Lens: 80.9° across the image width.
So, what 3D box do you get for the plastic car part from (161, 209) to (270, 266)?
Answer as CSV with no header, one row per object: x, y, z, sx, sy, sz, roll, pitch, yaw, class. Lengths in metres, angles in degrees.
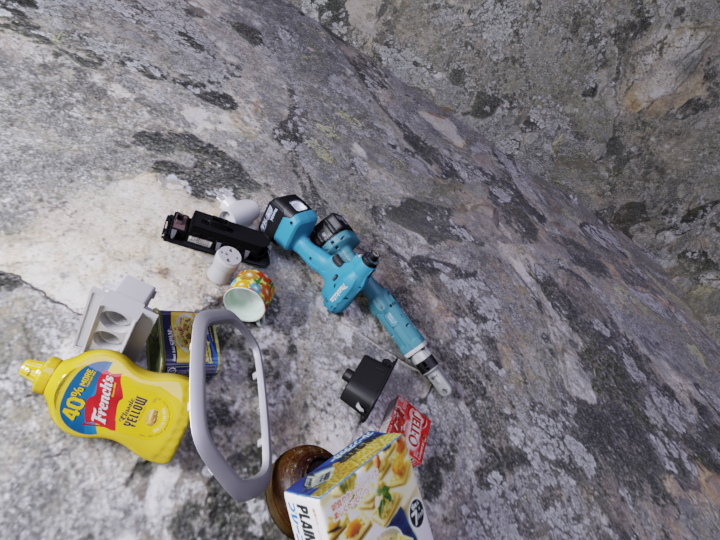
-0.251,-0.065,0.776,0.194,0.067,0.069,21,33,-26,plastic car part

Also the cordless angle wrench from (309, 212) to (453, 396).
0.046,0.069,0.861,0.434,0.075,0.095,54,12,14,cordless angle wrench

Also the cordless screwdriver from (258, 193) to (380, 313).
-0.080,-0.052,0.819,0.257,0.159,0.072,48,36,16,cordless screwdriver

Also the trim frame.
-0.163,0.159,0.547,0.174,0.028,0.260,52,14,-50,trim frame

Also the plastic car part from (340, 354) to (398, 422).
0.006,0.188,0.717,0.073,0.065,0.115,30,37,13,plastic car part
